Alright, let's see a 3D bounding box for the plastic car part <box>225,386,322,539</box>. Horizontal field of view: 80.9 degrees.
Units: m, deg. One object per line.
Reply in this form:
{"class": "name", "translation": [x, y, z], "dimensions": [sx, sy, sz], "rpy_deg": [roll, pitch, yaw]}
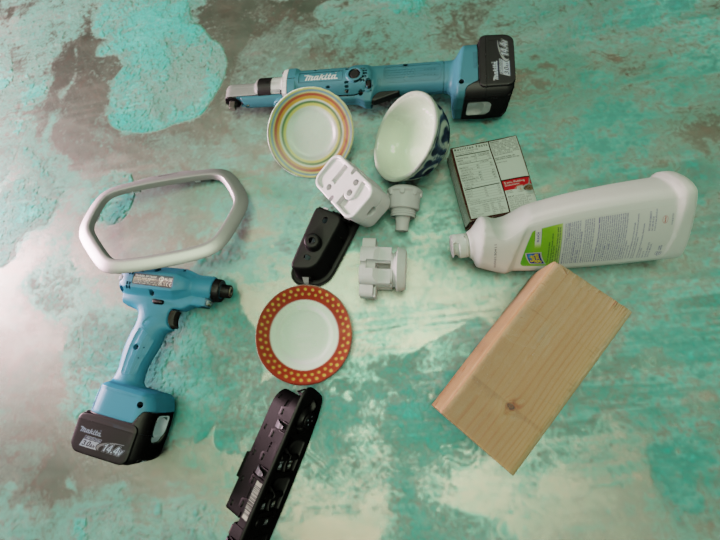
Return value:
{"class": "plastic car part", "translation": [-0.106, 0.231, 0.507], "dimensions": [0.071, 0.062, 0.203], "rpy_deg": [19, 78, 38]}

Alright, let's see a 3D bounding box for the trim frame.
{"class": "trim frame", "translation": [-0.287, -0.081, 0.621], "dimensions": [0.248, 0.026, 0.191], "rpy_deg": [-13, 59, -1]}

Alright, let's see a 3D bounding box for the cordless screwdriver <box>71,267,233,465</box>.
{"class": "cordless screwdriver", "translation": [-0.266, 0.117, 0.560], "dimensions": [0.162, 0.072, 0.252], "rpy_deg": [3, 71, 10]}

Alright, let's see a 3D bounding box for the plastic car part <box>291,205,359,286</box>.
{"class": "plastic car part", "translation": [-0.056, -0.036, 0.568], "dimensions": [0.068, 0.069, 0.117], "rpy_deg": [22, 76, 14]}

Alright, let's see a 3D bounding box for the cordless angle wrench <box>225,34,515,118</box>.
{"class": "cordless angle wrench", "translation": [-0.004, -0.275, 0.632], "dimensions": [0.432, 0.072, 0.099], "rpy_deg": [2, 75, 13]}
